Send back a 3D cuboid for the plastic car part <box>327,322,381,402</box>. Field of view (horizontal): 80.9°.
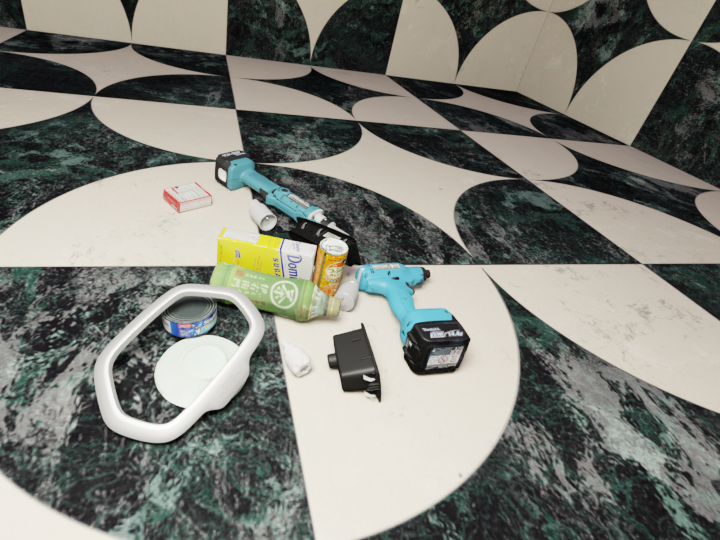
[{"bbox_3d":[-0.014,0.139,0.647,0.070,0.064,0.122,-11,35,-9],"label":"plastic car part"}]

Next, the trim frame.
[{"bbox_3d":[-0.246,0.115,0.590,0.189,0.027,0.247,27,50,13],"label":"trim frame"}]

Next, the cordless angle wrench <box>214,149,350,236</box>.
[{"bbox_3d":[-0.190,-0.172,1.027,0.443,0.073,0.095,34,40,26],"label":"cordless angle wrench"}]

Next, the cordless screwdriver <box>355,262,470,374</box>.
[{"bbox_3d":[0.107,0.067,0.766,0.154,0.073,0.262,-4,34,-22],"label":"cordless screwdriver"}]

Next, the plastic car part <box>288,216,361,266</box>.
[{"bbox_3d":[-0.086,-0.056,0.875,0.066,0.063,0.215,-38,40,-18],"label":"plastic car part"}]
